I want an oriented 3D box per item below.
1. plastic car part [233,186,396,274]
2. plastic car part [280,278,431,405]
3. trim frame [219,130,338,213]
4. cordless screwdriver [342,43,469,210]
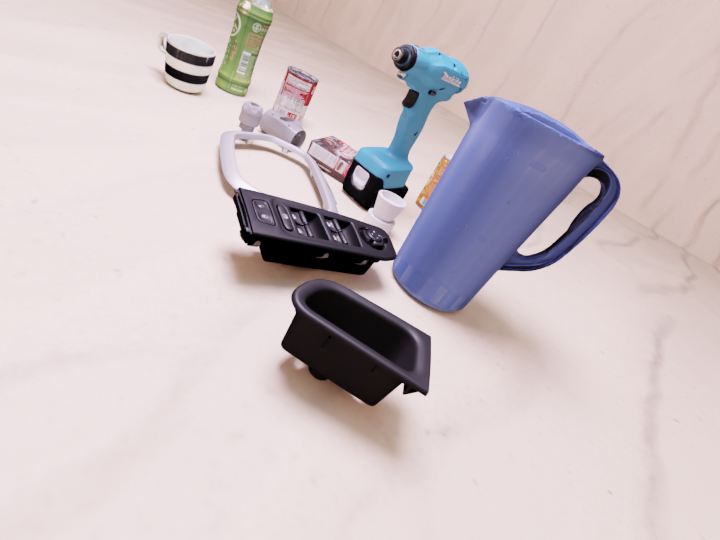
[{"bbox_3d":[-0.045,-0.029,0.457,0.193,0.067,0.070,6,37,-34],"label":"plastic car part"},{"bbox_3d":[-0.011,0.062,0.335,0.117,0.070,0.066,29,29,0],"label":"plastic car part"},{"bbox_3d":[-0.116,-0.140,0.616,0.176,0.027,0.261,11,33,-28],"label":"trim frame"},{"bbox_3d":[0.052,-0.209,0.639,0.152,0.248,0.078,-8,47,-48],"label":"cordless screwdriver"}]
